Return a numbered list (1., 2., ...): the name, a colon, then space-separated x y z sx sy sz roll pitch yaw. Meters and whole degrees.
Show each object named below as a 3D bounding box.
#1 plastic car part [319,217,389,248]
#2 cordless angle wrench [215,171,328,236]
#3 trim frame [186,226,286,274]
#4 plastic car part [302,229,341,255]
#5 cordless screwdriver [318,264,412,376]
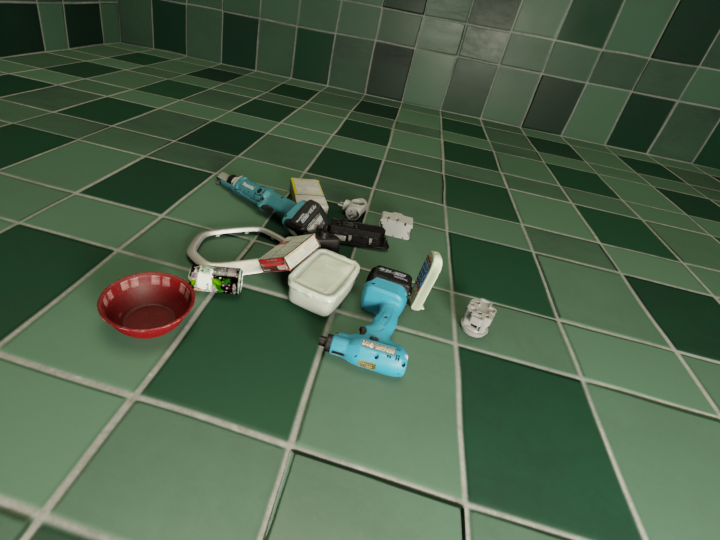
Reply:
1. plastic car part: -0.020 -0.103 1.124 0.203 0.066 0.067 13 26 -1
2. cordless angle wrench: -0.272 -0.204 1.186 0.447 0.070 0.097 29 72 34
3. trim frame: -0.284 -0.052 1.003 0.239 0.027 0.195 -8 37 -29
4. plastic car part: -0.101 -0.066 1.034 0.114 0.069 0.069 -2 37 -15
5. cordless screwdriver: 0.019 0.088 0.835 0.161 0.073 0.251 13 37 4
